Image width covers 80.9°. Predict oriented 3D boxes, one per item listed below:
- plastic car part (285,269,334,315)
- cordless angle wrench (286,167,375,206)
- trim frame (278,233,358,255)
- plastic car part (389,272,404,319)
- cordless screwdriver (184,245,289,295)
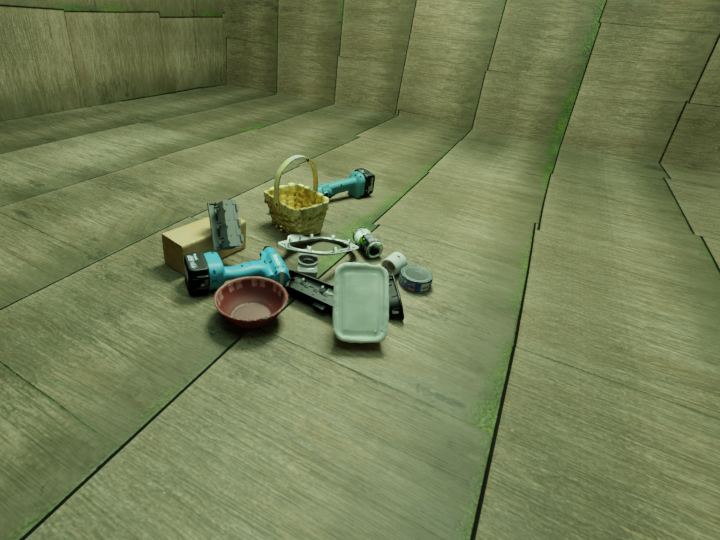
[{"bbox_3d":[-0.096,0.062,0.993,0.213,0.063,0.067,25,61,27],"label":"plastic car part"},{"bbox_3d":[-0.135,-0.278,1.507,0.410,0.095,0.079,-21,43,-30],"label":"cordless angle wrench"},{"bbox_3d":[-0.115,-0.075,1.178,0.194,0.027,0.239,14,18,32],"label":"trim frame"},{"bbox_3d":[0.060,0.069,1.004,0.071,0.063,0.120,-9,35,4],"label":"plastic car part"},{"bbox_3d":[-0.316,-0.013,1.069,0.241,0.073,0.168,-5,32,-22],"label":"cordless screwdriver"}]
